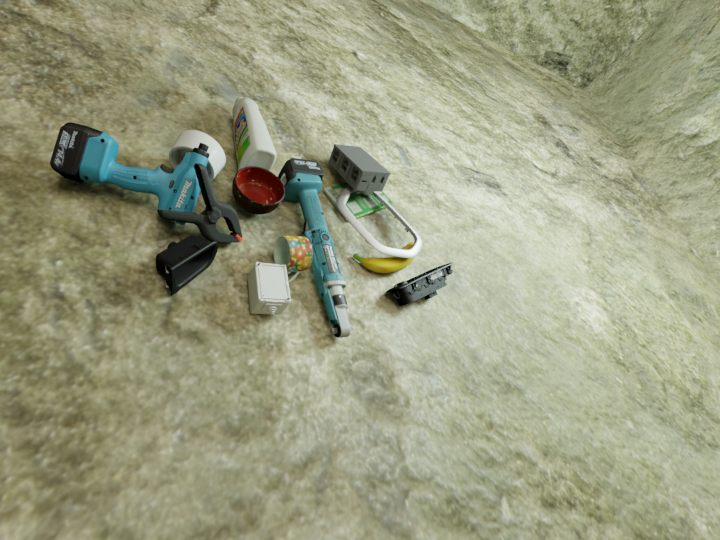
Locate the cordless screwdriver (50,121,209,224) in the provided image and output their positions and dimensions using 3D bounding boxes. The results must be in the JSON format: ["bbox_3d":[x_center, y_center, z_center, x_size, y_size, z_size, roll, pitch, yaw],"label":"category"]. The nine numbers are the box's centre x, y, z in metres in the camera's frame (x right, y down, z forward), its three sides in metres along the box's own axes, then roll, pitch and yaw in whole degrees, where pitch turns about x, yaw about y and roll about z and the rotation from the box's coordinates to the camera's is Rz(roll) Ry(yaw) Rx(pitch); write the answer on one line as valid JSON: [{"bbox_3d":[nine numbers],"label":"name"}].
[{"bbox_3d":[-0.412,-0.200,0.777,0.242,0.076,0.159,21,88,-16],"label":"cordless screwdriver"}]

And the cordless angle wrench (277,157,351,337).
[{"bbox_3d":[-0.089,-0.058,0.909,0.094,0.075,0.439,1,57,-32],"label":"cordless angle wrench"}]

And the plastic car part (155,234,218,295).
[{"bbox_3d":[-0.318,-0.023,0.755,0.072,0.065,0.116,27,41,8],"label":"plastic car part"}]

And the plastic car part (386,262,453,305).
[{"bbox_3d":[0.140,0.036,0.977,0.195,0.069,0.067,-15,92,-40],"label":"plastic car part"}]

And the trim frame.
[{"bbox_3d":[0.046,-0.121,1.030,0.178,0.027,0.258,-23,61,-41],"label":"trim frame"}]
